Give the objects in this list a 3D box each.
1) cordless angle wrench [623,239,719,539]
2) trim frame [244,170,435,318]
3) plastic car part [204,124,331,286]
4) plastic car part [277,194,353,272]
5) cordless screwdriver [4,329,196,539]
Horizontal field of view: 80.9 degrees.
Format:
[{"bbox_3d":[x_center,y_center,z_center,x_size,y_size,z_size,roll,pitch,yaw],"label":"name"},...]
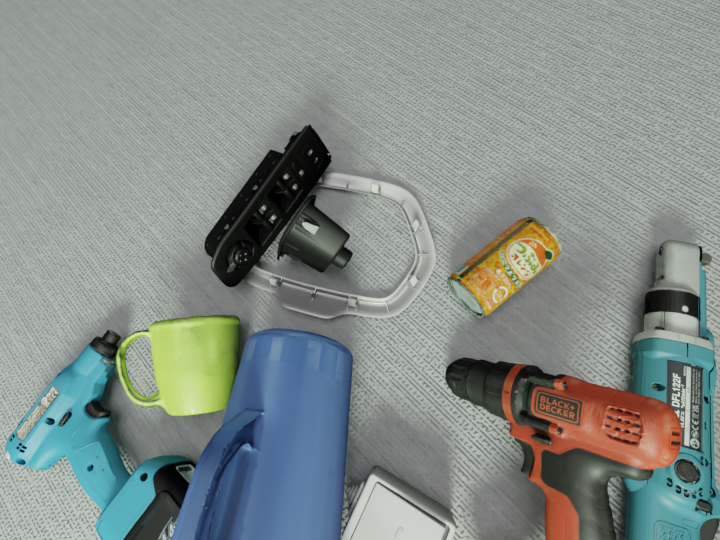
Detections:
[{"bbox_3d":[0.256,0.166,0.349,0.101,0.072,0.427,11,70,13],"label":"cordless angle wrench"},{"bbox_3d":[-0.037,-0.036,0.504,0.255,0.026,0.185,14,74,14],"label":"trim frame"},{"bbox_3d":[-0.117,-0.079,0.495,0.070,0.063,0.203,23,76,26],"label":"plastic car part"},{"bbox_3d":[-0.043,-0.028,0.442,0.070,0.118,0.066,35,79,-7],"label":"plastic car part"},{"bbox_3d":[-0.247,0.185,0.443,0.259,0.071,0.159,28,77,23],"label":"cordless screwdriver"}]
